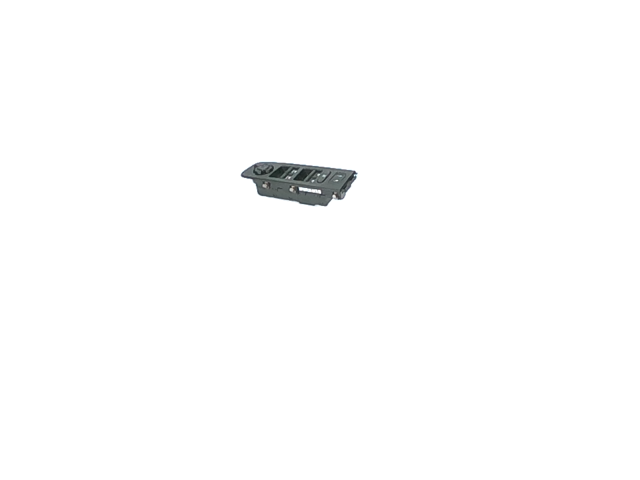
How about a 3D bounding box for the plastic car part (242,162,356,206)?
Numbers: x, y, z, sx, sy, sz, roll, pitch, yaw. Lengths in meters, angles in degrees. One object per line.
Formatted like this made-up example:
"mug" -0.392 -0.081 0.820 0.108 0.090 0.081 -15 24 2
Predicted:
"plastic car part" -0.039 -0.097 0.735 0.204 0.066 0.067 14 -39 23
